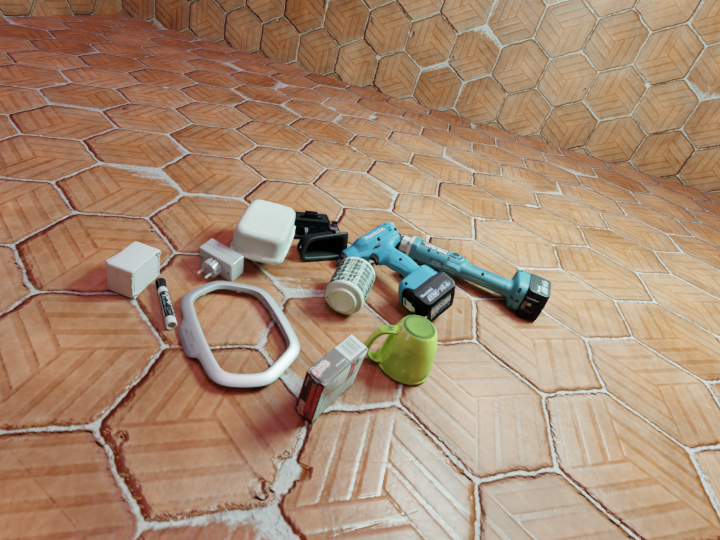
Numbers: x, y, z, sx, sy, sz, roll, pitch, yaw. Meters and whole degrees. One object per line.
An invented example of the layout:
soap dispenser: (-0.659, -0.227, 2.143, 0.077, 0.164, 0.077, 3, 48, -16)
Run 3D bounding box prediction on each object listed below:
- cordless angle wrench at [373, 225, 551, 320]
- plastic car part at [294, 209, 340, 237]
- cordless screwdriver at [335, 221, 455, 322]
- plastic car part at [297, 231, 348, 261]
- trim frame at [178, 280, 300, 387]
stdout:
cordless angle wrench: (0.222, -0.016, 1.014, 0.438, 0.073, 0.096, 24, 34, 18)
plastic car part: (-0.141, -0.113, 1.023, 0.198, 0.066, 0.069, 1, 44, -16)
cordless screwdriver: (0.069, 0.007, 0.903, 0.157, 0.071, 0.262, -31, 52, -14)
plastic car part: (-0.095, -0.062, 0.973, 0.113, 0.065, 0.075, -6, 24, -24)
trim frame: (-0.211, 0.099, 0.720, 0.177, 0.027, 0.262, -10, 43, -33)
